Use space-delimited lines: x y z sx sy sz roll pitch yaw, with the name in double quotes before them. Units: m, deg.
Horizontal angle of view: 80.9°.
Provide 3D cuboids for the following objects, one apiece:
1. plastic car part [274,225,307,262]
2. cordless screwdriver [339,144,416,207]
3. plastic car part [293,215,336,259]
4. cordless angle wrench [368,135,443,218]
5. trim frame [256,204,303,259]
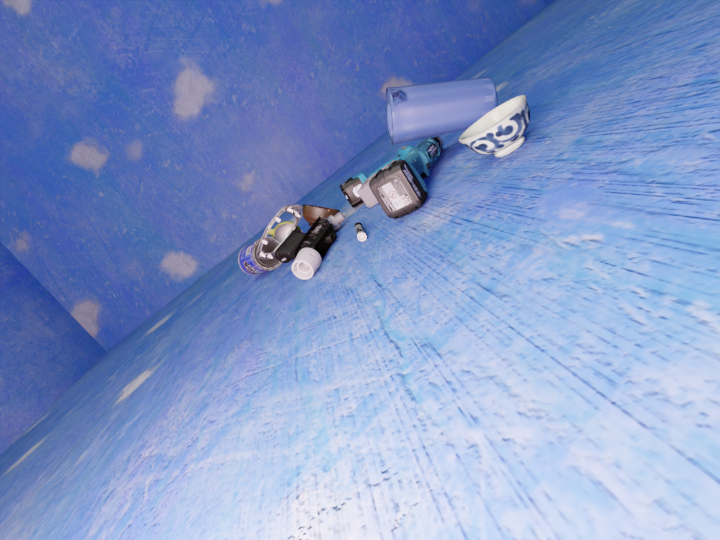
"plastic car part" -0.181 -0.067 1.202 0.074 0.063 0.116 -3 40 44
"cordless screwdriver" 0.062 -0.279 1.224 0.250 0.072 0.162 -33 16 4
"plastic car part" -0.100 -0.065 1.024 0.069 0.064 0.202 -3 29 22
"cordless angle wrench" 0.132 -0.241 0.943 0.076 0.096 0.420 -26 17 33
"trim frame" -0.221 -0.107 1.185 0.184 0.028 0.244 -58 -6 0
